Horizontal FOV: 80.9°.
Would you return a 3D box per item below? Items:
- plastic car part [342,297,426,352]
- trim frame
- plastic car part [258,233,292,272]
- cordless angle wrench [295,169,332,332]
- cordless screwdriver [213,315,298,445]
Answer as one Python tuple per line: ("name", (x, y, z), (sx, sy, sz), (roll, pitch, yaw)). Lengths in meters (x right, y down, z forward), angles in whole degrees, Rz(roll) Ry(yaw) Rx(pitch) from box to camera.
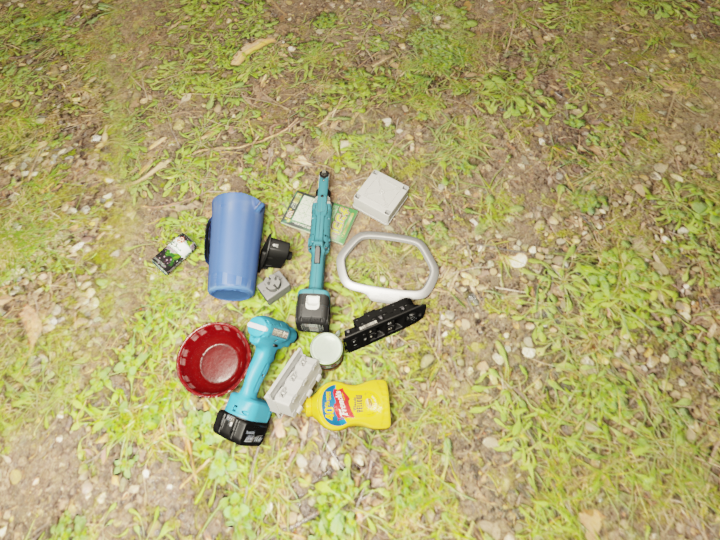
("plastic car part", (0.051, 0.116, 0.955), (0.201, 0.063, 0.070), (-19, 40, -6))
("trim frame", (0.064, -0.010, 1.031), (0.250, 0.027, 0.187), (7, 63, 4))
("plastic car part", (-0.202, -0.039, 1.019), (0.068, 0.118, 0.067), (13, 64, -21))
("cordless angle wrench", (-0.100, -0.066, 1.027), (0.075, 0.095, 0.433), (2, 63, 0))
("cordless screwdriver", (-0.203, 0.226, 0.882), (0.078, 0.151, 0.250), (9, 77, 26))
